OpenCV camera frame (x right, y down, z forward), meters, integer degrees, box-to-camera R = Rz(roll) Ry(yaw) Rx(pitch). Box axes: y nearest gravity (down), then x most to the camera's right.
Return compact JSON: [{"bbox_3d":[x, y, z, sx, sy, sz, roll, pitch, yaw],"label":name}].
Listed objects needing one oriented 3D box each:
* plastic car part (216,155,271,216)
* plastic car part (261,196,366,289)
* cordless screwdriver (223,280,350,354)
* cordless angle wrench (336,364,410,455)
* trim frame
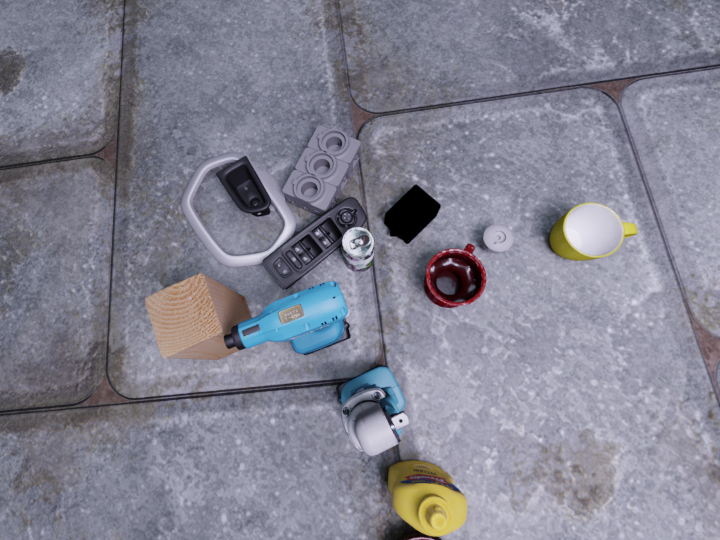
[{"bbox_3d":[-0.207,-0.143,0.791,0.066,0.069,0.120,-33,75,-5],"label":"plastic car part"},{"bbox_3d":[-0.074,-0.048,0.752,0.202,0.065,0.068,-40,77,-6],"label":"plastic car part"},{"bbox_3d":[-0.094,0.083,0.626,0.159,0.243,0.076,-21,78,-3],"label":"cordless screwdriver"},{"bbox_3d":[0.012,0.163,0.503,0.098,0.414,0.076,-25,78,-5],"label":"cordless angle wrench"},{"bbox_3d":[-0.233,-0.118,0.809,0.183,0.027,0.256,-38,74,-5],"label":"trim frame"}]
